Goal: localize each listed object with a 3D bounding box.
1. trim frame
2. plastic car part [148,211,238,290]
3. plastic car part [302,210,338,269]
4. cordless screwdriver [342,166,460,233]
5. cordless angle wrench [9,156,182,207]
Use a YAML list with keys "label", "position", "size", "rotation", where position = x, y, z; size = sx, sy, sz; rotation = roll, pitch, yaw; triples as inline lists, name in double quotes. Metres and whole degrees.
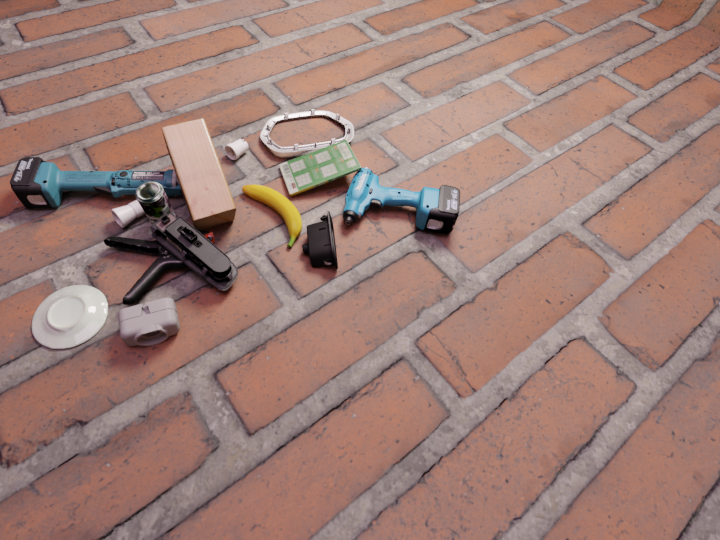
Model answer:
- label: "trim frame"
  position: [-0.137, -0.364, 1.098]
  size: [0.244, 0.027, 0.193]
  rotation: [-11, 52, -14]
- label: "plastic car part"
  position: [-0.318, -0.046, 0.822]
  size: [0.206, 0.067, 0.065]
  rotation: [40, 51, 6]
- label: "plastic car part"
  position: [-0.087, -0.057, 0.887]
  size: [0.072, 0.063, 0.120]
  rotation: [-8, 59, 6]
- label: "cordless screwdriver"
  position: [0.088, -0.141, 0.948]
  size: [0.254, 0.072, 0.161]
  rotation: [15, 56, 9]
- label: "cordless angle wrench"
  position: [-0.520, -0.193, 0.935]
  size: [0.417, 0.073, 0.101]
  rotation: [-2, 57, -9]
